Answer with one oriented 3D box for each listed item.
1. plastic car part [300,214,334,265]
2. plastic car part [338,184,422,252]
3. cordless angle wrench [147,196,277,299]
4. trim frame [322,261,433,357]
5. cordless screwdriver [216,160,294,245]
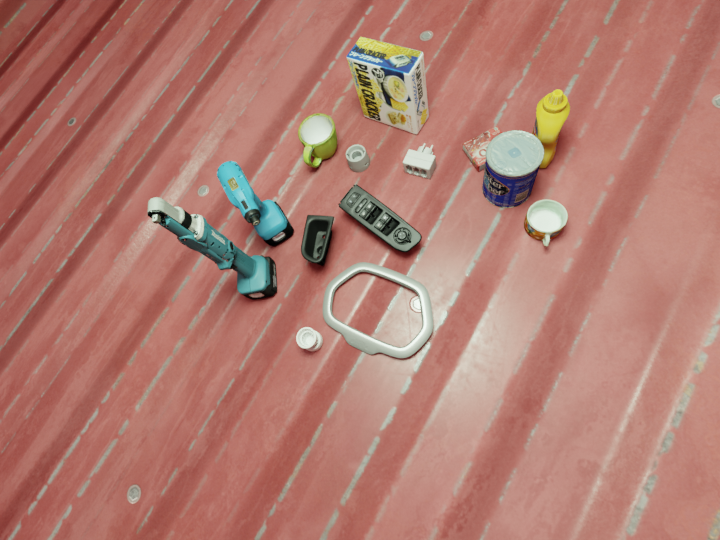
[{"bbox_3d":[-0.095,-0.062,0.976,0.068,0.068,0.118,4,71,16],"label":"plastic car part"},{"bbox_3d":[0.046,-0.108,0.952,0.212,0.064,0.066,39,84,25],"label":"plastic car part"},{"bbox_3d":[-0.278,-0.040,0.835,0.075,0.405,0.100,-11,69,9],"label":"cordless angle wrench"},{"bbox_3d":[0.033,0.082,0.903,0.259,0.026,0.184,21,77,23],"label":"trim frame"},{"bbox_3d":[-0.222,-0.124,0.944,0.074,0.238,0.166,-33,66,0],"label":"cordless screwdriver"}]
